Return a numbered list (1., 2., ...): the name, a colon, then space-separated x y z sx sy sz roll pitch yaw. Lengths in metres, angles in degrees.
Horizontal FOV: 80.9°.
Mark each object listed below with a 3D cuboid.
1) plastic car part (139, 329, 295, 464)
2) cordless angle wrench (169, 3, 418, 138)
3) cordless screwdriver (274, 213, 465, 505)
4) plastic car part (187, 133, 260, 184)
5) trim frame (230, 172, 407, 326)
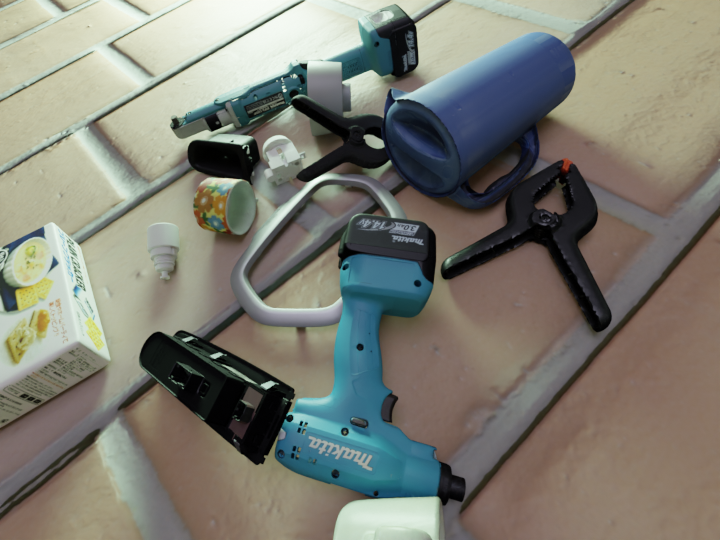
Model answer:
1. plastic car part: -0.156 0.105 0.404 0.214 0.063 0.066 12 78 45
2. cordless angle wrench: -0.116 -0.309 0.703 0.424 0.093 0.078 -22 55 1
3. cordless screwdriver: 0.030 0.074 0.401 0.162 0.072 0.252 12 66 8
4. plastic car part: -0.203 -0.183 0.650 0.122 0.063 0.070 17 45 25
5. trim frame: -0.052 -0.034 0.529 0.192 0.026 0.248 24 66 25
